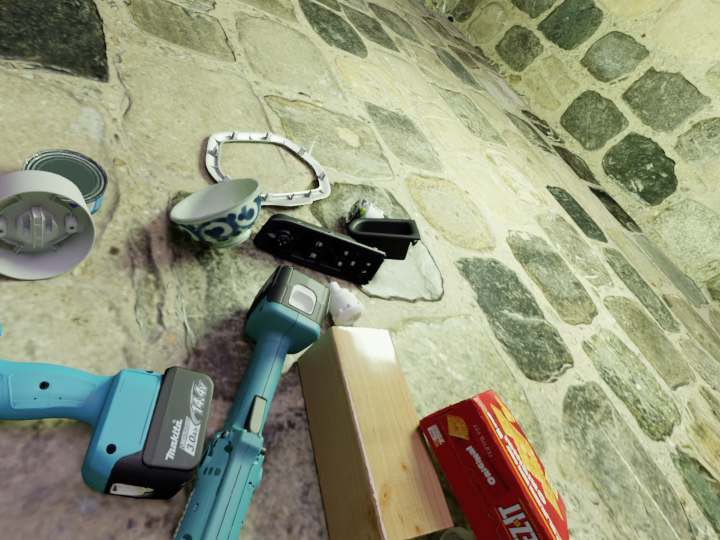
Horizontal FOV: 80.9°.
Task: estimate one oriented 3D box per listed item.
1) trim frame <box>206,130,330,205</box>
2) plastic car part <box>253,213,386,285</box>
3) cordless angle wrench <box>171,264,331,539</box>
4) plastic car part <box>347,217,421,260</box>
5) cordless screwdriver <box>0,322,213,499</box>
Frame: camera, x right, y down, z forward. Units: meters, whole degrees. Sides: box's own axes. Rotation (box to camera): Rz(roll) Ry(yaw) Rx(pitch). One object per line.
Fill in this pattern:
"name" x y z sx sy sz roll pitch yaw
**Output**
"trim frame" -0.153 -0.179 0.736 0.238 0.028 0.190 -13 63 -47
"plastic car part" -0.063 -0.041 0.645 0.194 0.066 0.070 16 36 -27
"cordless angle wrench" -0.116 0.177 0.380 0.072 0.099 0.430 29 44 -17
"plastic car part" 0.035 -0.047 0.713 0.117 0.069 0.068 1 32 1
"cordless screwdriver" -0.251 0.125 0.328 0.242 0.074 0.163 21 43 -16
